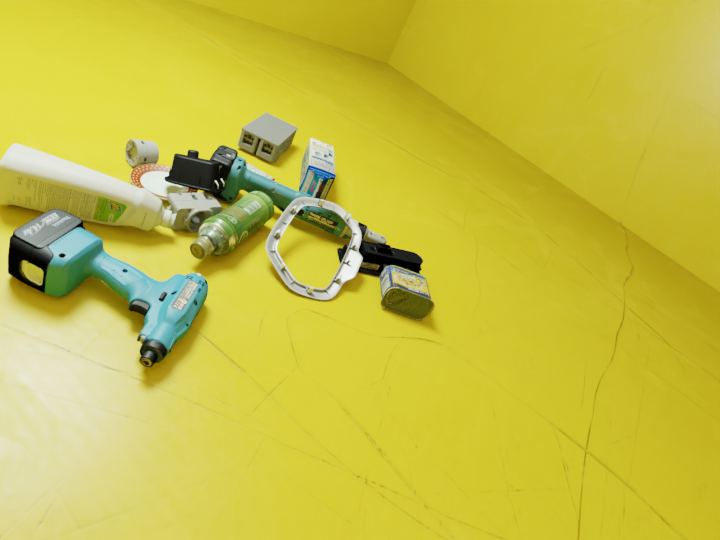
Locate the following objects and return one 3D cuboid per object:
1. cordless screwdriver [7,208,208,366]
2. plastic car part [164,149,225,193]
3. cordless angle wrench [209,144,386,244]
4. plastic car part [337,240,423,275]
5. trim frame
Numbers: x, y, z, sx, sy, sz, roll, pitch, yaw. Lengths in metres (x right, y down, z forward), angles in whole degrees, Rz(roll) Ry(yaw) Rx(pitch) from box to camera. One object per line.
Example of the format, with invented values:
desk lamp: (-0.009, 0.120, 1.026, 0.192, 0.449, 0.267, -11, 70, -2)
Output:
cordless screwdriver: (-0.343, 0.024, 0.567, 0.245, 0.074, 0.162, 25, 33, -9)
plastic car part: (-0.323, -0.197, 0.824, 0.116, 0.070, 0.067, 16, 16, -1)
cordless angle wrench: (-0.131, -0.140, 0.925, 0.414, 0.098, 0.076, 23, 36, -11)
plastic car part: (0.053, -0.026, 0.917, 0.195, 0.066, 0.069, 15, 28, -22)
trim frame: (-0.081, -0.053, 0.829, 0.181, 0.028, 0.250, 33, 47, -8)
